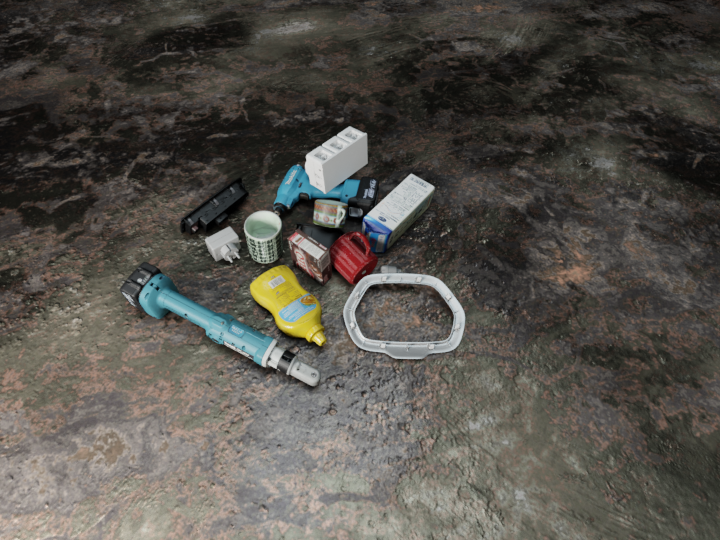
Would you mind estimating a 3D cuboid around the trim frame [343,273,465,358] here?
[{"bbox_3d":[0.090,0.089,0.864,0.248,0.027,0.189,2,63,-2],"label":"trim frame"}]

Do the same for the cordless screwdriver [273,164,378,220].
[{"bbox_3d":[-0.086,-0.178,1.045,0.255,0.072,0.161,13,55,13],"label":"cordless screwdriver"}]

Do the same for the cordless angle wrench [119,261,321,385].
[{"bbox_3d":[-0.266,0.113,0.818,0.433,0.095,0.074,24,59,12],"label":"cordless angle wrench"}]

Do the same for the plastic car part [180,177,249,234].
[{"bbox_3d":[-0.345,-0.154,1.029,0.068,0.065,0.202,33,59,7],"label":"plastic car part"}]

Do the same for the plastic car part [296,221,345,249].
[{"bbox_3d":[-0.095,-0.062,0.971,0.117,0.065,0.072,10,69,1],"label":"plastic car part"}]
